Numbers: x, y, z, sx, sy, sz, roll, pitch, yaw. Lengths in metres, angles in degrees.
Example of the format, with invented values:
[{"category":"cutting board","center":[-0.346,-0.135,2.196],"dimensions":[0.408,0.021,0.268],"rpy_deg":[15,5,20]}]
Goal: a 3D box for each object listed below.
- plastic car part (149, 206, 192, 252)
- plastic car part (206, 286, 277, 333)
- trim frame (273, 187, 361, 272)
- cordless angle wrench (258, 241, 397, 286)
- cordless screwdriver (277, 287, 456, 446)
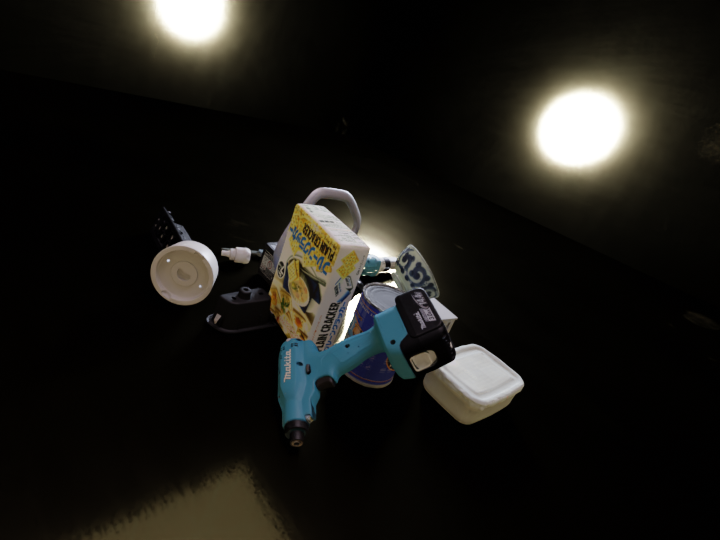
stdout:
[{"category":"plastic car part","center":[-0.381,-0.054,0.874],"dimensions":[0.063,0.066,0.215],"rpy_deg":[34,6,-44]},{"category":"plastic car part","center":[-0.199,0.062,0.728],"dimensions":[0.111,0.070,0.070],"rpy_deg":[-2,30,-47]},{"category":"trim frame","center":[-0.085,-0.055,0.865],"dimensions":[0.029,0.249,0.174],"rpy_deg":[17,-17,46]},{"category":"cordless angle wrench","center":[-0.043,-0.014,1.014],"dimensions":[0.403,0.074,0.104],"rpy_deg":[-2,31,-43]},{"category":"cordless screwdriver","center":[0.001,0.130,0.572],"dimensions":[0.252,0.071,0.165],"rpy_deg":[-23,36,10]}]
